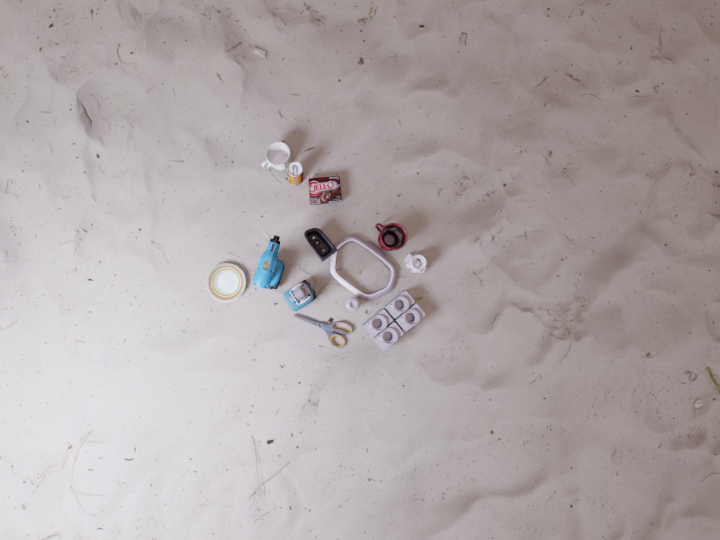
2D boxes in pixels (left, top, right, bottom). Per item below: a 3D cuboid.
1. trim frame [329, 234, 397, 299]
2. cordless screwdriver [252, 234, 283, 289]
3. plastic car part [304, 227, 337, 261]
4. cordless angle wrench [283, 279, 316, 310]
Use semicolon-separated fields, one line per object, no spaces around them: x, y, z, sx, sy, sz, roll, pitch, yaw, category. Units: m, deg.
0.008;-0.010;1.451;0.250;0.027;0.184;35;82;3;trim frame
-0.281;-0.019;1.328;0.074;0.249;0.160;18;83;-6;cordless screwdriver
-0.140;-0.092;1.434;0.066;0.071;0.117;-38;87;-8;plastic car part
-0.176;0.071;1.233;0.097;0.424;0.075;-33;91;-9;cordless angle wrench
